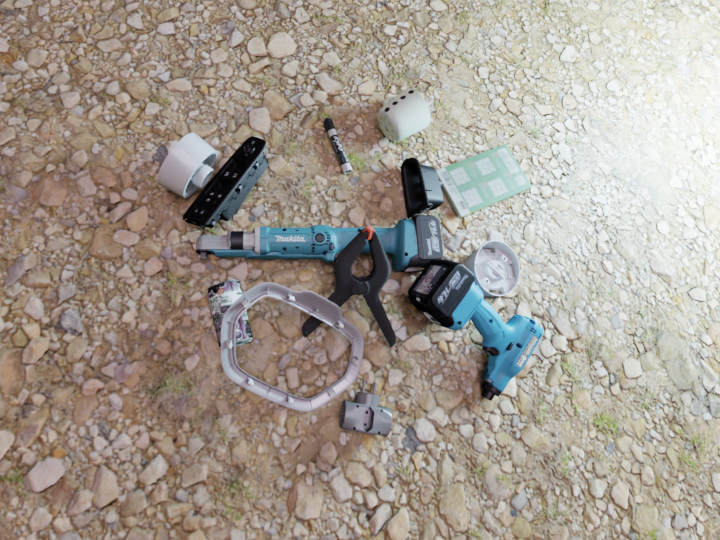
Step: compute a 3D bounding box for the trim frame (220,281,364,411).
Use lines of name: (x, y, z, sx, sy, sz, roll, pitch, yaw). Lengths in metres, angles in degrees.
trim frame: (-0.104, 0.123, 0.672, 0.241, 0.028, 0.184, 32, 85, -16)

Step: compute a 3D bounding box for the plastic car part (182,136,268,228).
plastic car part: (-0.223, -0.152, 0.750, 0.070, 0.063, 0.203, 13, 68, 39)

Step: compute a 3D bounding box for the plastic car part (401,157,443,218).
plastic car part: (0.126, -0.162, 0.816, 0.068, 0.067, 0.119, 5, 70, -26)

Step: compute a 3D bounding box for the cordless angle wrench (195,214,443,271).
cordless angle wrench: (-0.073, -0.048, 0.745, 0.418, 0.074, 0.100, 0, 75, -7)

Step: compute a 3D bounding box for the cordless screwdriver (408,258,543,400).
cordless screwdriver: (0.187, 0.101, 0.711, 0.240, 0.077, 0.159, 36, 82, -18)
